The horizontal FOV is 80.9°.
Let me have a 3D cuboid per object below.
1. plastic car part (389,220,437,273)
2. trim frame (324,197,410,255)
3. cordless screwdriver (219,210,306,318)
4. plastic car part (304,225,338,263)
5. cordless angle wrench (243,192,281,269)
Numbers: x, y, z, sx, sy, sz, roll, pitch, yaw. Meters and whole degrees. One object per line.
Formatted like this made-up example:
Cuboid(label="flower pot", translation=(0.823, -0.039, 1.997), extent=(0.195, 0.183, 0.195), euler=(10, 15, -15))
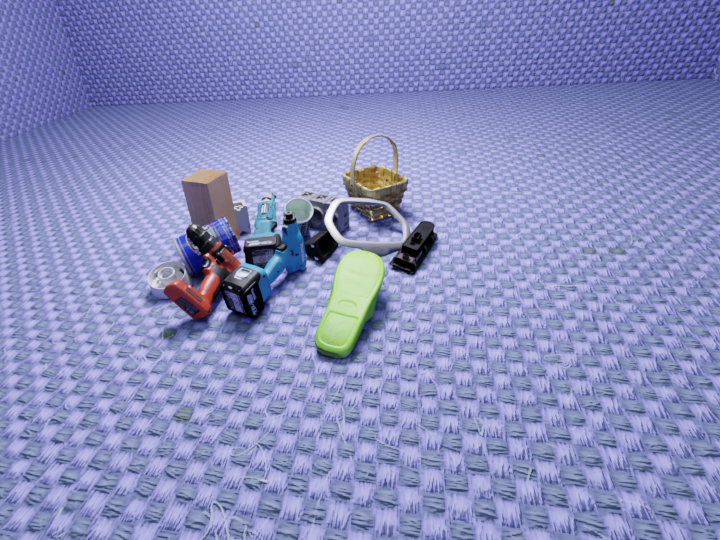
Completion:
Cuboid(label="plastic car part", translation=(0.143, -0.072, 1.080), extent=(0.069, 0.065, 0.200), euler=(14, 34, 24))
Cuboid(label="trim frame", translation=(0.021, -0.120, 1.125), extent=(0.240, 0.027, 0.191), euler=(0, 55, -22))
Cuboid(label="cordless screwdriver", translation=(-0.210, -0.019, 0.964), extent=(0.078, 0.154, 0.246), euler=(14, 39, 25))
Cuboid(label="plastic car part", translation=(-0.110, -0.072, 1.123), extent=(0.074, 0.064, 0.115), euler=(-3, 27, 28))
Cuboid(label="cordless angle wrench", translation=(-0.277, -0.141, 1.238), extent=(0.097, 0.072, 0.438), euler=(-7, 31, -6))
